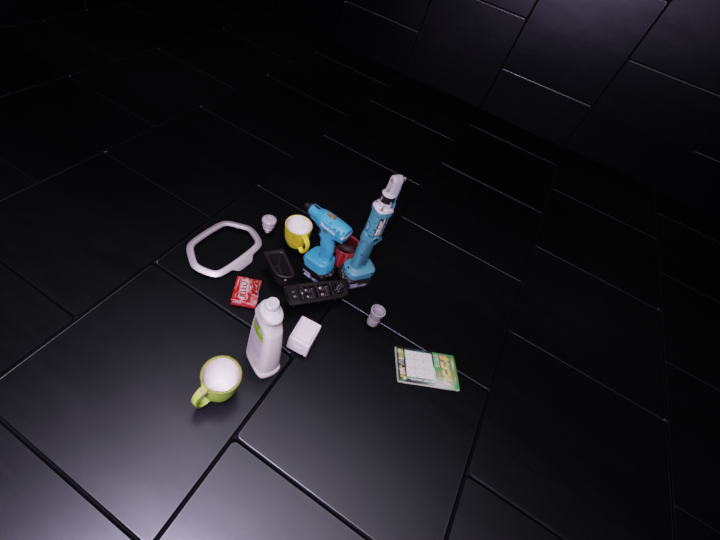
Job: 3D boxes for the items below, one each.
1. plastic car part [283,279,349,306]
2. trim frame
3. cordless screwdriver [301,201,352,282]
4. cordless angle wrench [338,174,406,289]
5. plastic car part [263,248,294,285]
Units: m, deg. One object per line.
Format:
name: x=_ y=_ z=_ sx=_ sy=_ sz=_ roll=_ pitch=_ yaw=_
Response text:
plastic car part: x=-0.127 y=0.073 z=1.243 sx=0.196 sy=0.066 sz=0.069 roll=-9 pitch=53 yaw=-24
trim frame: x=-0.423 y=-0.071 z=1.317 sx=0.190 sy=0.027 sz=0.245 roll=33 pitch=48 yaw=15
cordless screwdriver: x=-0.123 y=-0.081 z=1.262 sx=0.165 sy=0.245 sz=0.073 roll=40 pitch=48 yaw=17
cordless angle wrench: x=0.034 y=-0.104 z=1.209 sx=0.095 sy=0.417 sz=0.078 roll=-8 pitch=53 yaw=-27
plastic car part: x=-0.245 y=0.000 z=1.273 sx=0.064 sy=0.070 sz=0.122 roll=-11 pitch=53 yaw=-27
